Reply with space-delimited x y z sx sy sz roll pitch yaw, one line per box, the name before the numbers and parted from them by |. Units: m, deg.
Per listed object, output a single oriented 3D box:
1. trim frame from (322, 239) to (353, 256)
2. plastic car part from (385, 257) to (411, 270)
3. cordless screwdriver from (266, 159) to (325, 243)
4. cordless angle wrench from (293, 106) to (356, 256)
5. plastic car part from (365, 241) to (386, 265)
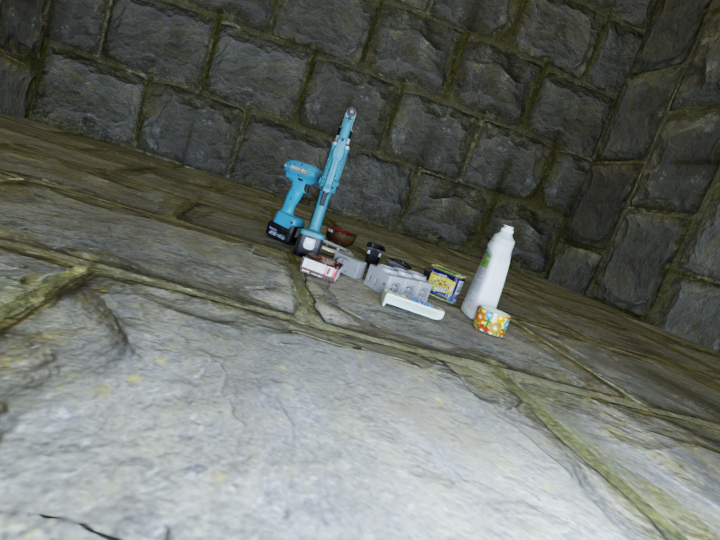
trim frame | -0.137 -0.090 1.400 0.258 0.027 0.178 22 11 19
plastic car part | 0.111 -0.001 1.249 0.068 0.067 0.199 20 10 11
cordless screwdriver | -0.184 -0.201 1.286 0.166 0.247 0.072 22 9 22
cordless angle wrench | -0.089 -0.240 1.168 0.074 0.421 0.099 18 9 -6
plastic car part | 0.041 -0.049 1.369 0.066 0.070 0.116 19 10 0
